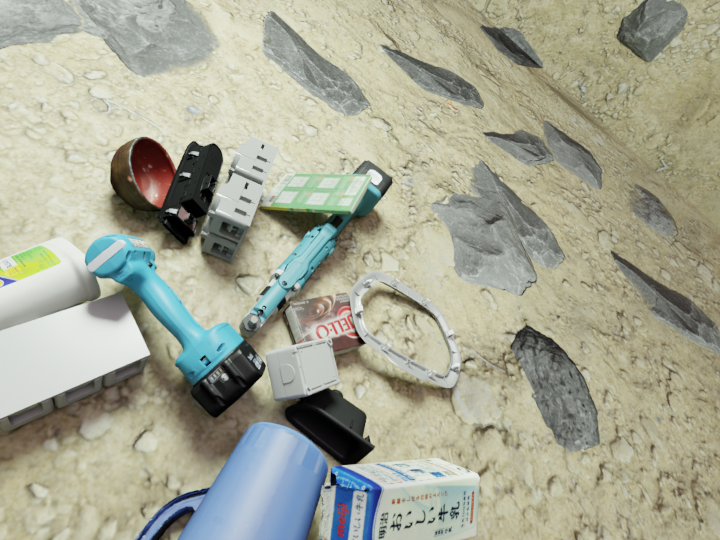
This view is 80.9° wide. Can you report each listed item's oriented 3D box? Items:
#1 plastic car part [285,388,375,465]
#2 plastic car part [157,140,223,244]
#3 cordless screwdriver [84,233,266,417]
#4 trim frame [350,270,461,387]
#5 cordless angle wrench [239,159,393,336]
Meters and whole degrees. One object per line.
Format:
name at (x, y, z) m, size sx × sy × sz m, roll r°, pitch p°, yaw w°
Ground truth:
plastic car part at (-0.037, 0.199, 0.580) m, size 0.118 × 0.066 × 0.070 m, roll 37°, pitch 32°, yaw 3°
plastic car part at (-0.265, -0.144, 0.687) m, size 0.063 × 0.068 × 0.210 m, roll 48°, pitch 28°, yaw -44°
cordless screwdriver at (-0.229, 0.057, 0.541) m, size 0.074 × 0.161 × 0.247 m, roll -42°, pitch 94°, yaw -8°
trim frame at (0.083, 0.097, 0.716) m, size 0.240 × 0.028 × 0.188 m, roll 33°, pitch 41°, yaw -19°
cordless angle wrench at (-0.071, -0.046, 0.727) m, size 0.074 × 0.098 × 0.421 m, roll 38°, pitch 51°, yaw -3°
